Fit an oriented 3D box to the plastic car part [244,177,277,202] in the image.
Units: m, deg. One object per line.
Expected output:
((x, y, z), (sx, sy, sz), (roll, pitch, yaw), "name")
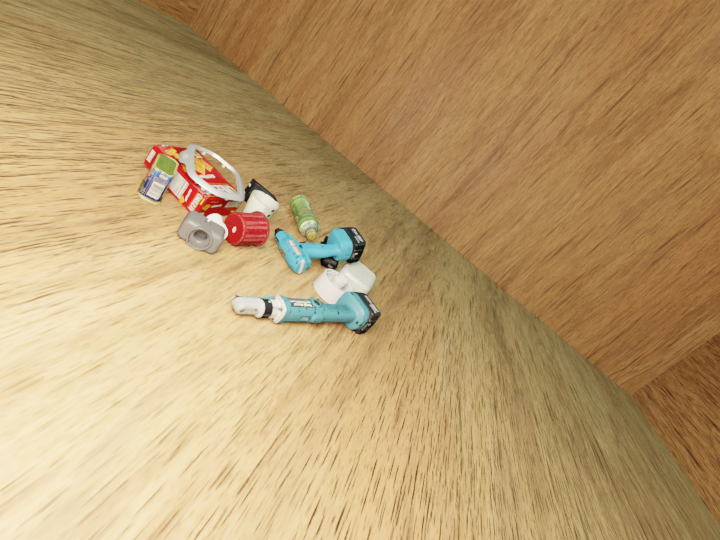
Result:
((-0.315, -0.217, 1.312), (0.115, 0.067, 0.071), (39, 35, -9), "plastic car part")

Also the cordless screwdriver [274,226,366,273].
((-0.119, -0.078, 1.218), (0.239, 0.073, 0.167), (-12, 48, -33), "cordless screwdriver")

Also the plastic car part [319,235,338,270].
((-0.096, -0.062, 1.331), (0.065, 0.066, 0.210), (26, 25, -20), "plastic car part")

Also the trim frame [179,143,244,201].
((-0.385, -0.256, 1.106), (0.174, 0.028, 0.260), (28, 25, -35), "trim frame")

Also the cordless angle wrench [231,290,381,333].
((-0.115, 0.091, 0.972), (0.401, 0.074, 0.103), (9, 35, -49), "cordless angle wrench")
